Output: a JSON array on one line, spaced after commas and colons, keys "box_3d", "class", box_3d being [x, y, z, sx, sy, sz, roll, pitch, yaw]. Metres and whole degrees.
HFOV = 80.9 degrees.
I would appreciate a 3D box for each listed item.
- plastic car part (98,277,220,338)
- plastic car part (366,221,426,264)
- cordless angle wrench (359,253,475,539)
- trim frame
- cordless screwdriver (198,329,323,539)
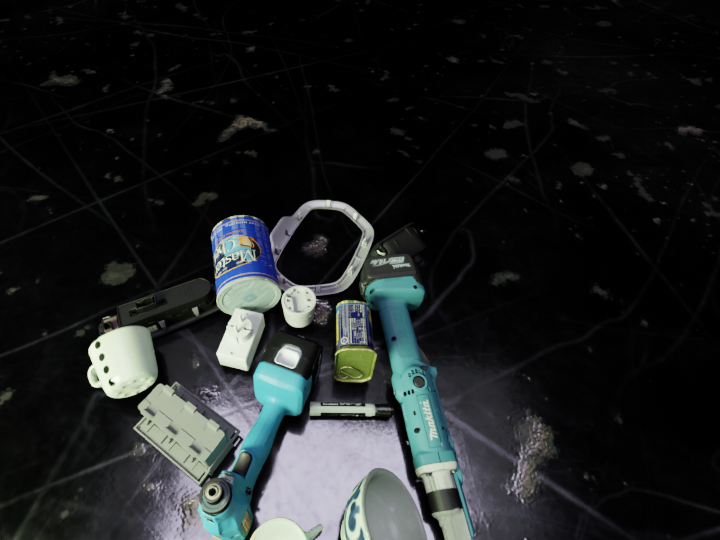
[{"box_3d": [-0.322, 0.061, 0.687, 0.198, 0.065, 0.070, -19, 48, -20], "class": "plastic car part"}, {"box_3d": [0.080, -0.036, 0.780, 0.114, 0.065, 0.073, -29, 74, -27], "class": "plastic car part"}, {"box_3d": [0.080, 0.167, 0.607, 0.097, 0.072, 0.439, -6, 54, -8], "class": "cordless angle wrench"}, {"box_3d": [-0.079, -0.051, 0.803, 0.189, 0.027, 0.249, 18, 55, 14], "class": "trim frame"}, {"box_3d": [-0.122, 0.189, 0.526, 0.076, 0.155, 0.251, 16, 50, 7], "class": "cordless screwdriver"}]
